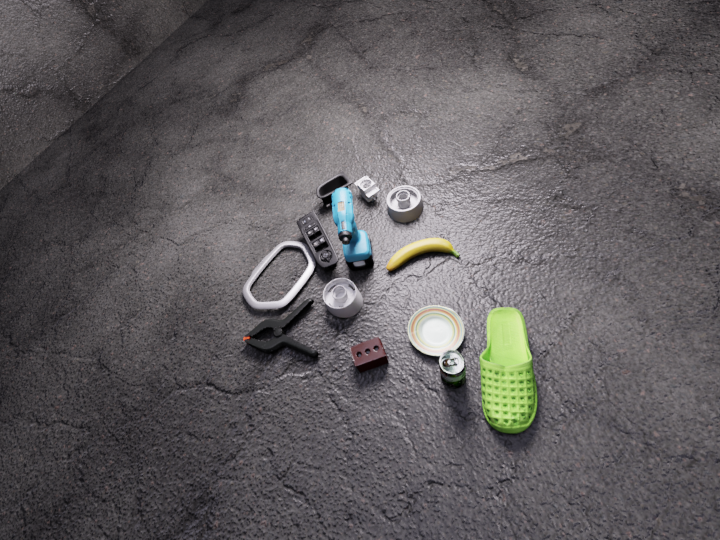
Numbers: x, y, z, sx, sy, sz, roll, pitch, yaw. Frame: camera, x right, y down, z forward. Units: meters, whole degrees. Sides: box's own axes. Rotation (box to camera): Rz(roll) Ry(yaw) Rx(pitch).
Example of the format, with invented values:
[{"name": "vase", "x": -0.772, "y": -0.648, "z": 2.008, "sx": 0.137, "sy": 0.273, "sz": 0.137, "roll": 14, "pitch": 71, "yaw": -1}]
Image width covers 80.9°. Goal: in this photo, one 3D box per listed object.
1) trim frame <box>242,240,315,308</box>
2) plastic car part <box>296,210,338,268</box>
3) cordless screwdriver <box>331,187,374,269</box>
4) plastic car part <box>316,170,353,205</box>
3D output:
[{"name": "trim frame", "x": -0.239, "y": 0.012, "z": 1.245, "sx": 0.193, "sy": 0.026, "sz": 0.248, "roll": 23, "pitch": 67, "yaw": 29}, {"name": "plastic car part", "x": -0.122, "y": -0.080, "z": 1.244, "sx": 0.066, "sy": 0.064, "sz": 0.213, "roll": -28, "pitch": 54, "yaw": -3}, {"name": "cordless screwdriver", "x": -0.021, "y": -0.080, "z": 1.104, "sx": 0.075, "sy": 0.237, "sz": 0.164, "roll": -10, "pitch": 56, "yaw": 8}, {"name": "plastic car part", "x": -0.084, "y": -0.249, "z": 1.342, "sx": 0.116, "sy": 0.067, "sz": 0.069, "roll": -32, "pitch": 55, "yaw": -5}]
